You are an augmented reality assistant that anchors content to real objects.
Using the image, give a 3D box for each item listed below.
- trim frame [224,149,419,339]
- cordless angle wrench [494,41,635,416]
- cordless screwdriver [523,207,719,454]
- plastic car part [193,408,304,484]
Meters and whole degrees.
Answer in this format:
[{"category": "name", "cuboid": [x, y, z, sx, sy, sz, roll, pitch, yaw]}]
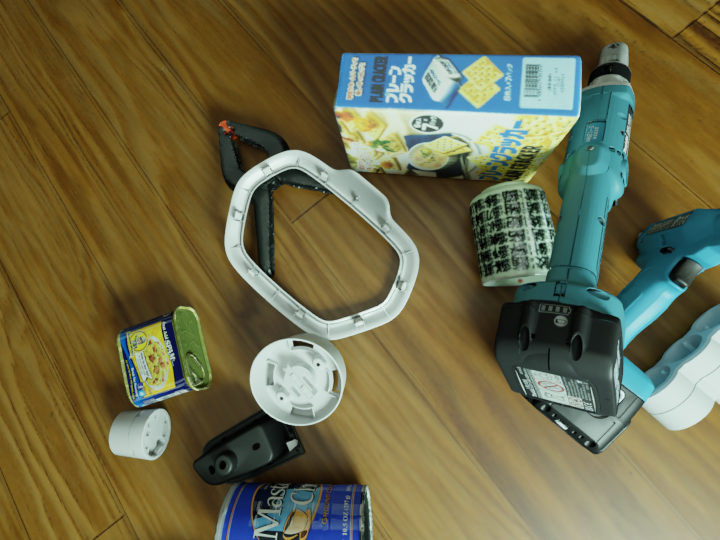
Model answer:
[{"category": "trim frame", "cuboid": [-0.049, -0.032, 0.501, 0.251, 0.027, 0.184, 41, 89, 6]}, {"category": "cordless angle wrench", "cuboid": [0.219, -0.087, 0.400, 0.078, 0.093, 0.425, 3, 56, 36]}, {"category": "cordless screwdriver", "cuboid": [0.256, 0.044, 0.382, 0.076, 0.156, 0.248, 39, 89, 8]}, {"category": "plastic car part", "cuboid": [-0.132, 0.202, 0.467, 0.116, 0.069, 0.068, -28, 76, 0]}]
